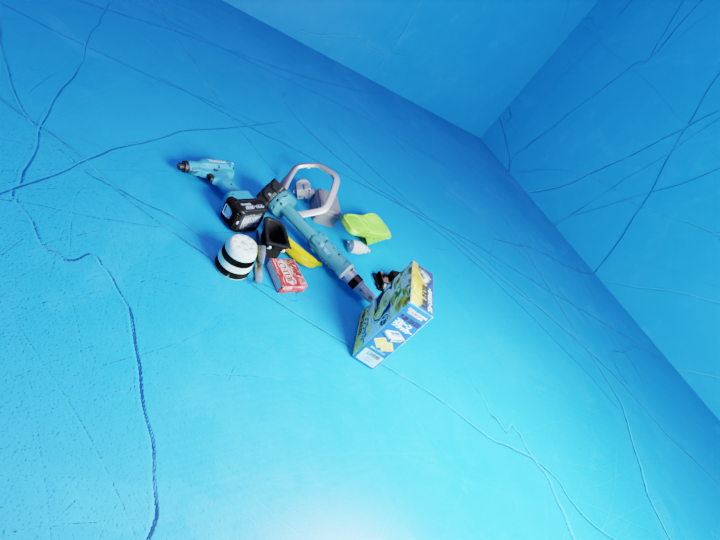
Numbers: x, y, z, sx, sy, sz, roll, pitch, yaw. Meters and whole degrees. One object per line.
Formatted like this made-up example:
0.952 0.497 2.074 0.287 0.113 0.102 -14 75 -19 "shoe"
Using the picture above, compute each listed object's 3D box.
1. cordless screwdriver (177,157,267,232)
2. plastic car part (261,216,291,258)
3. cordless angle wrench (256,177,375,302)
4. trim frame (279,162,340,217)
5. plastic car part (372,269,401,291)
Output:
-0.362 -0.207 1.100 0.152 0.074 0.260 -7 49 -46 "cordless screwdriver"
-0.222 -0.073 1.052 0.063 0.071 0.122 15 31 -29 "plastic car part"
-0.111 -0.073 1.140 0.432 0.074 0.096 46 1 10 "cordless angle wrench"
-0.163 -0.248 1.288 0.187 0.027 0.252 11 54 7 "trim frame"
0.135 0.038 1.254 0.193 0.067 0.069 18 31 -30 "plastic car part"
